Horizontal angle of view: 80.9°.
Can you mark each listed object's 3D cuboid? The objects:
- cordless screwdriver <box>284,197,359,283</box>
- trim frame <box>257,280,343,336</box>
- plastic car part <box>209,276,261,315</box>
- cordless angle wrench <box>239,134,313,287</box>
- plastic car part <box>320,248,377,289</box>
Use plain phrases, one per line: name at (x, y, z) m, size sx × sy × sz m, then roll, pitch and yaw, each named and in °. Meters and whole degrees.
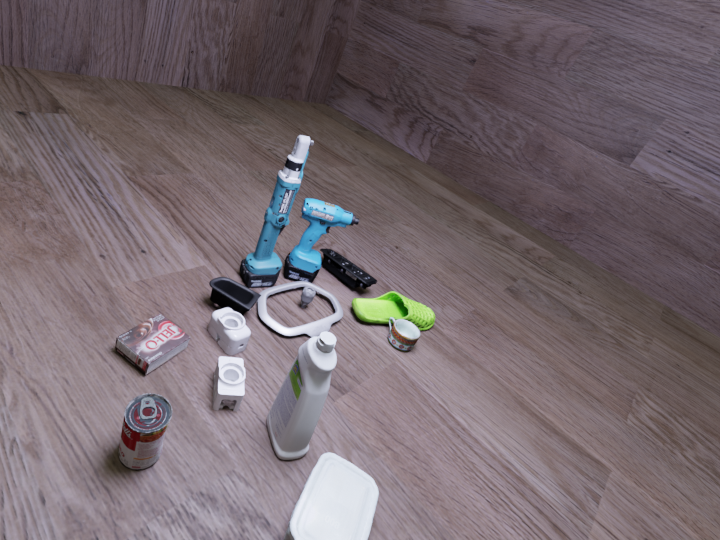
cordless screwdriver at (-0.116, -0.076, 1.189) m, size 0.156 × 0.246 × 0.077 m, roll 17°, pitch 30°, yaw -13°
trim frame at (-0.156, 0.098, 1.103) m, size 0.238 × 0.027 × 0.194 m, roll -13°, pitch 44°, yaw -45°
plastic car part at (-0.308, 0.070, 1.006) m, size 0.118 × 0.070 × 0.066 m, roll 26°, pitch 30°, yaw 5°
cordless angle wrench at (-0.207, -0.140, 1.061) m, size 0.093 × 0.419 × 0.078 m, roll 1°, pitch 37°, yaw -36°
plastic car part at (-0.047, -0.001, 1.294) m, size 0.213 × 0.066 × 0.064 m, roll 39°, pitch 33°, yaw 27°
